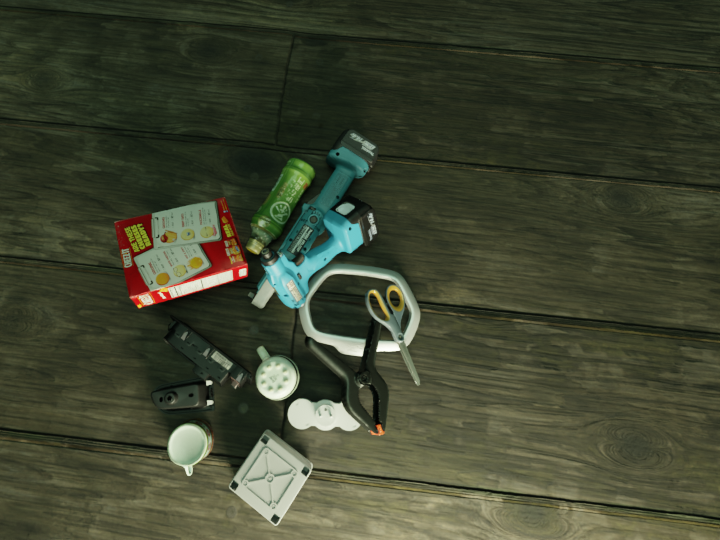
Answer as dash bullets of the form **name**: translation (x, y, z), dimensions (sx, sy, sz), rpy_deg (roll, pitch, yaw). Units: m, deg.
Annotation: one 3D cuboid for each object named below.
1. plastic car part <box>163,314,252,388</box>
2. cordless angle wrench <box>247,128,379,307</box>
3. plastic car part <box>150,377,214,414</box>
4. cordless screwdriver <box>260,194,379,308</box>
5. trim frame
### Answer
- **plastic car part**: translation (-0.301, 0.165, 0.812), dimensions (0.208, 0.065, 0.066), rpy_deg (37, 68, 12)
- **cordless angle wrench**: translation (-0.103, -0.105, 0.897), dimensions (0.097, 0.075, 0.423), rpy_deg (32, 79, -4)
- **plastic car part**: translation (-0.339, 0.237, 0.792), dimensions (0.115, 0.070, 0.067), rpy_deg (-6, 74, -6)
- **cordless screwdriver**: translation (-0.081, -0.053, 0.824), dimensions (0.247, 0.151, 0.079), rpy_deg (-44, 51, -16)
- **trim frame**: translation (-0.003, 0.079, 0.863), dimensions (0.248, 0.027, 0.187), rpy_deg (6, 72, 0)
